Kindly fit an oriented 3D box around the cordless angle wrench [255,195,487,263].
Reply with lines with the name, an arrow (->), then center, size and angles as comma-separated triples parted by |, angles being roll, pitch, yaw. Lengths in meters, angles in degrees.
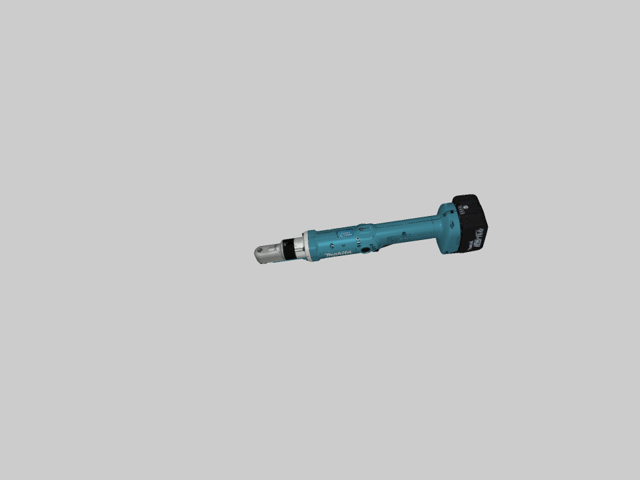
cordless angle wrench -> 0.083, -0.002, 0.792 | 0.423, 0.074, 0.098 | -8, -36, 5
